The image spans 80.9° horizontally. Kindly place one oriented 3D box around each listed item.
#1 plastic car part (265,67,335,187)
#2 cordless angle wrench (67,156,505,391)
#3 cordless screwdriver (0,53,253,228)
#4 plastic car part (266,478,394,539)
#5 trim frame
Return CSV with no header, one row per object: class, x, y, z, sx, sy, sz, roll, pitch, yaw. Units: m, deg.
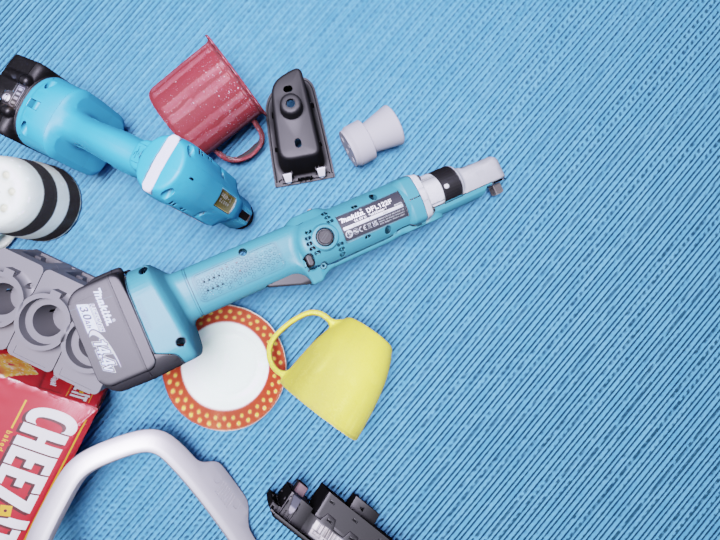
plastic car part,-0.068,-0.151,0.433,0.066,0.071,0.116,-10,92,-3
cordless angle wrench,-0.040,-0.026,0.404,0.417,0.075,0.098,-25,90,-13
cordless screwdriver,-0.224,-0.110,0.415,0.257,0.154,0.074,26,86,15
plastic car part,0.001,0.274,0.422,0.204,0.066,0.066,41,62,3
trim frame,-0.200,0.275,0.413,0.182,0.028,0.245,-36,96,-15
